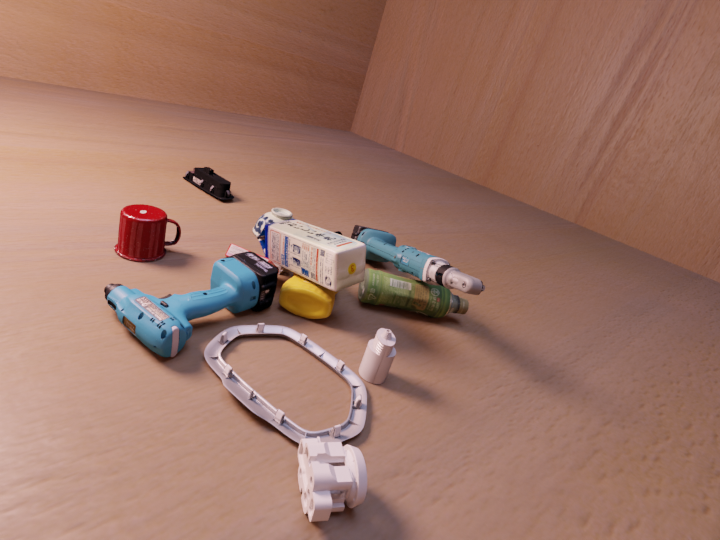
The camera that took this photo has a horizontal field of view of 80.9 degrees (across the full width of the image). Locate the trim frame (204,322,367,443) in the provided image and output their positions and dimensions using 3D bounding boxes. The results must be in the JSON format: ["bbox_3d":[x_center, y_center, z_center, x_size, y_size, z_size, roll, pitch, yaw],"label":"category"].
[{"bbox_3d":[-0.101,0.142,0.583,0.261,0.027,0.177,31,29,28],"label":"trim frame"}]

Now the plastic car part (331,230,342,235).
[{"bbox_3d":[-0.099,-0.065,1.011,0.074,0.065,0.113,10,16,23],"label":"plastic car part"}]

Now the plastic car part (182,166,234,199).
[{"bbox_3d":[-0.433,-0.259,1.228,0.214,0.066,0.063,35,22,32],"label":"plastic car part"}]

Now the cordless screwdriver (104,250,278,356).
[{"bbox_3d":[-0.259,0.034,0.671,0.167,0.073,0.241,27,30,24],"label":"cordless screwdriver"}]

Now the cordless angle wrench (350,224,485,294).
[{"bbox_3d":[0.097,-0.023,0.874,0.094,0.074,0.442,10,9,-25],"label":"cordless angle wrench"}]
